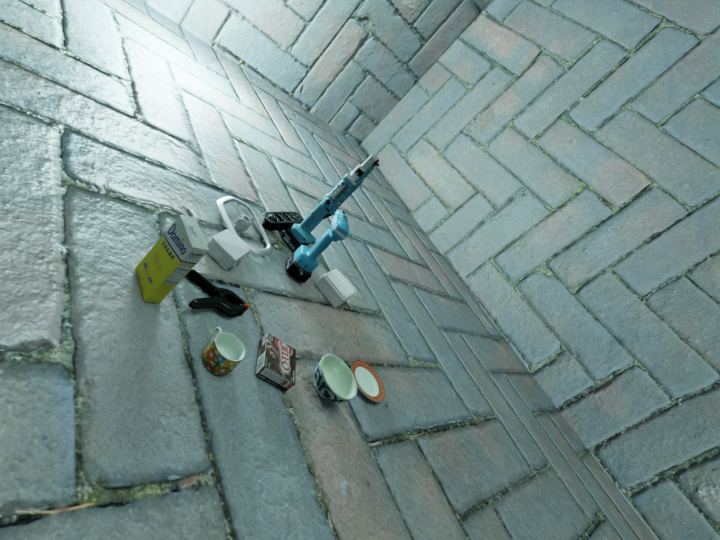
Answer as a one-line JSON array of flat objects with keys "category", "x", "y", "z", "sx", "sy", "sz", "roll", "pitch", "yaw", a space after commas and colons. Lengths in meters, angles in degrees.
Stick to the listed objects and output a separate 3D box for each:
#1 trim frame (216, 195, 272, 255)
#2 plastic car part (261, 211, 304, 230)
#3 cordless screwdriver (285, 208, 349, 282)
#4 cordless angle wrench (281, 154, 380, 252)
[{"category": "trim frame", "x": -0.362, "y": -0.141, "z": 1.328, "sx": 0.175, "sy": 0.028, "sz": 0.259, "roll": 9, "pitch": 41, "yaw": -55}, {"category": "plastic car part", "x": -0.277, "y": -0.171, "z": 1.476, "sx": 0.068, "sy": 0.067, "sz": 0.195, "roll": 52, "pitch": 23, "yaw": 14}, {"category": "cordless screwdriver", "x": -0.130, "y": -0.085, "z": 1.334, "sx": 0.072, "sy": 0.251, "sz": 0.163, "roll": 38, "pitch": 24, "yaw": -22}, {"category": "cordless angle wrench", "x": -0.097, "y": -0.224, "z": 1.405, "sx": 0.100, "sy": 0.427, "sz": 0.072, "roll": 51, "pitch": 23, "yaw": 10}]
